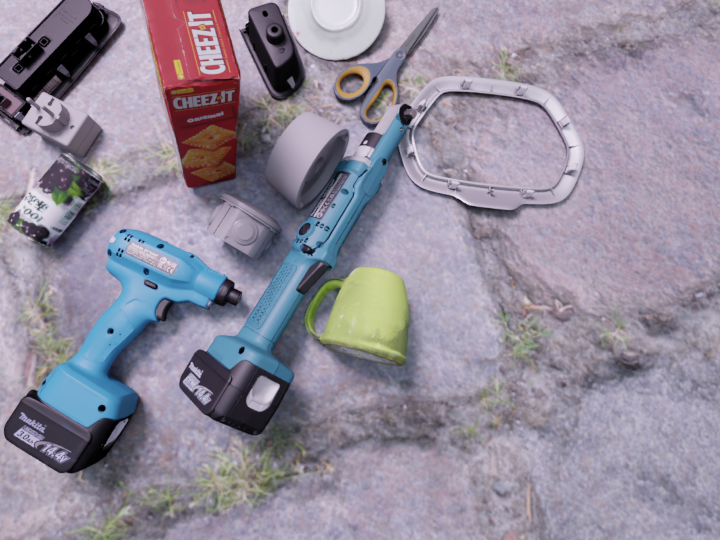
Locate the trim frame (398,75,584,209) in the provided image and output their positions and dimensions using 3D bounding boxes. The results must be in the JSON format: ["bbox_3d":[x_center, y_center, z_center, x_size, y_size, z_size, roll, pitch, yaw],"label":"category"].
[{"bbox_3d":[0.172,-0.168,0.553,0.247,0.027,0.185,7,81,-2],"label":"trim frame"}]

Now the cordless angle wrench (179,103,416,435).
[{"bbox_3d":[-0.048,-0.031,0.491,0.070,0.103,0.423,42,71,-39],"label":"cordless angle wrench"}]

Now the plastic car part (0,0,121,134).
[{"bbox_3d":[-0.396,-0.276,0.538,0.068,0.066,0.202,34,78,8],"label":"plastic car part"}]

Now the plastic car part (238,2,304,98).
[{"bbox_3d":[-0.110,-0.292,0.543,0.065,0.070,0.119,-22,80,-7],"label":"plastic car part"}]

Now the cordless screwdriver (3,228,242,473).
[{"bbox_3d":[-0.251,0.089,0.470,0.160,0.074,0.250,23,76,1],"label":"cordless screwdriver"}]
